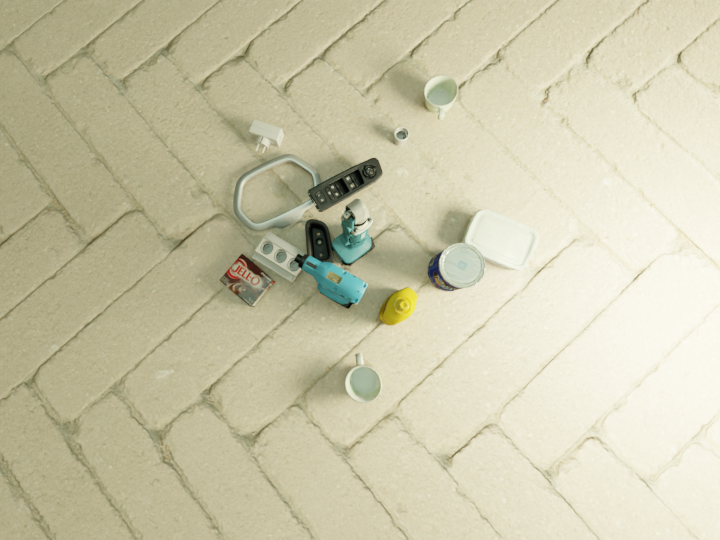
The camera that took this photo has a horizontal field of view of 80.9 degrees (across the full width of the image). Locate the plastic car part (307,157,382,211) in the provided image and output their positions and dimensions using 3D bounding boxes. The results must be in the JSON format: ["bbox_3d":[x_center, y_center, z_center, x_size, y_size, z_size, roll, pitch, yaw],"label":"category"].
[{"bbox_3d":[-0.034,-0.220,1.099,0.202,0.066,0.067,-30,83,-2],"label":"plastic car part"}]

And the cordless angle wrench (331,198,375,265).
[{"bbox_3d":[-0.012,-0.083,0.896,0.098,0.418,0.075,-36,86,-5],"label":"cordless angle wrench"}]

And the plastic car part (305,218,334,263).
[{"bbox_3d":[-0.105,-0.069,1.075,0.066,0.070,0.118,-8,81,-1],"label":"plastic car part"}]

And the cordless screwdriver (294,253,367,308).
[{"bbox_3d":[-0.068,0.021,0.969,0.161,0.246,0.074,29,84,3],"label":"cordless screwdriver"}]

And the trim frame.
[{"bbox_3d":[-0.223,-0.206,1.127,0.248,0.027,0.187,-26,80,-1],"label":"trim frame"}]
